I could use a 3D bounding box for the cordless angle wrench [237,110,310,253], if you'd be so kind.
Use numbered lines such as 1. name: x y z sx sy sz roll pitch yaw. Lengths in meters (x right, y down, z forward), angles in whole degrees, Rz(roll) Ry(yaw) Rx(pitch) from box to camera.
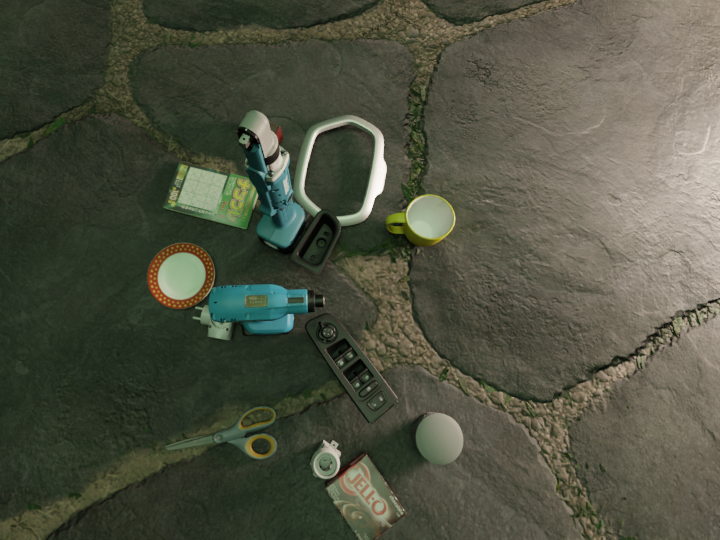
1. cordless angle wrench: -0.133 -0.121 0.649 0.075 0.419 0.098 28 78 0

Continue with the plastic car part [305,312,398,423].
1. plastic car part: -0.022 0.165 0.758 0.066 0.066 0.207 -36 79 -10

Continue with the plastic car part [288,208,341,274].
1. plastic car part: -0.079 -0.052 0.810 0.067 0.070 0.117 28 78 3

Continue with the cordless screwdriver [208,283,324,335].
1. cordless screwdriver: -0.140 0.064 0.691 0.159 0.246 0.075 -1 79 -4

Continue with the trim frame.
1. trim frame: -0.039 -0.208 0.872 0.185 0.027 0.251 10 76 2
